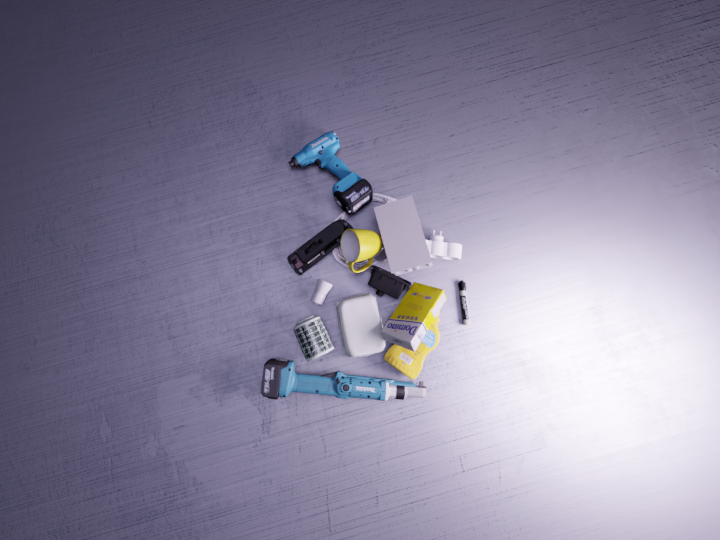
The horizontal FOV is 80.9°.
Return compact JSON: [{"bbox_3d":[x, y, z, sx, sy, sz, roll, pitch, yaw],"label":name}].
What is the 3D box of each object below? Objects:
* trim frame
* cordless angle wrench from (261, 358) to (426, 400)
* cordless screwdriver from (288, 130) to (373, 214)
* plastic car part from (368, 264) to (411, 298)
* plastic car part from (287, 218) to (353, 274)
[{"bbox_3d":[0.027,-0.111,1.193,0.247,0.027,0.187,-40,81,-7],"label":"trim frame"},{"bbox_3d":[-0.041,0.298,1.096,0.424,0.073,0.099,5,81,1],"label":"cordless angle wrench"},{"bbox_3d":[-0.084,-0.268,1.196,0.159,0.072,0.257,-32,71,-4],"label":"cordless screwdriver"},{"bbox_3d":[0.072,0.039,1.149,0.119,0.065,0.071,23,95,8],"label":"plastic car part"},{"bbox_3d":[-0.114,-0.074,1.161,0.203,0.065,0.069,-36,72,1],"label":"plastic car part"}]
